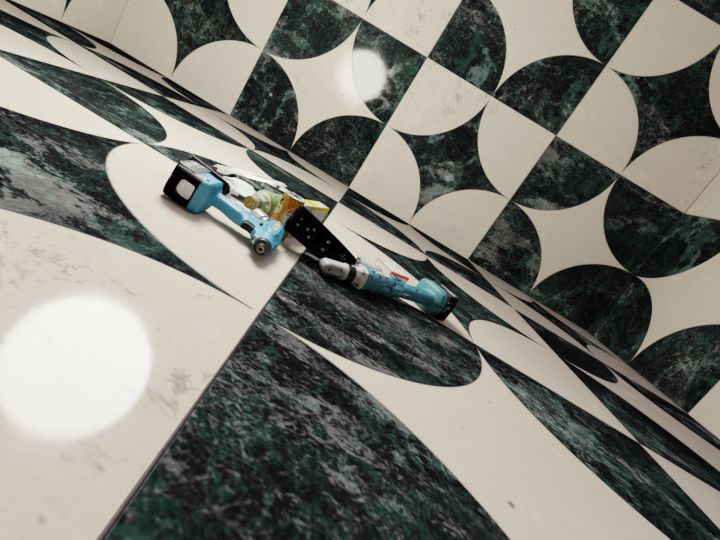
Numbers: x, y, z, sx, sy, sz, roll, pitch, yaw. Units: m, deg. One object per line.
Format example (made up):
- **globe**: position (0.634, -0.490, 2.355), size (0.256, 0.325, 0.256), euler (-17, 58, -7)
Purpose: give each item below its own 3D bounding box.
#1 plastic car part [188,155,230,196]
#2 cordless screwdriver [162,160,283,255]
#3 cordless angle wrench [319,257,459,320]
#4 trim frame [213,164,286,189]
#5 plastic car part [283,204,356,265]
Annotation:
- **plastic car part**: position (-0.355, -0.204, 0.990), size (0.117, 0.066, 0.071), euler (35, -1, 0)
- **cordless screwdriver**: position (-0.266, -0.117, 0.834), size (0.245, 0.074, 0.161), euler (34, 13, -8)
- **cordless angle wrench**: position (0.072, 0.037, 1.024), size (0.401, 0.074, 0.103), euler (17, 19, -37)
- **trim frame**: position (-0.323, -0.270, 1.224), size (0.263, 0.027, 0.175), euler (27, 14, 40)
- **plastic car part**: position (-0.095, -0.062, 0.976), size (0.195, 0.066, 0.070), euler (41, -17, -23)
